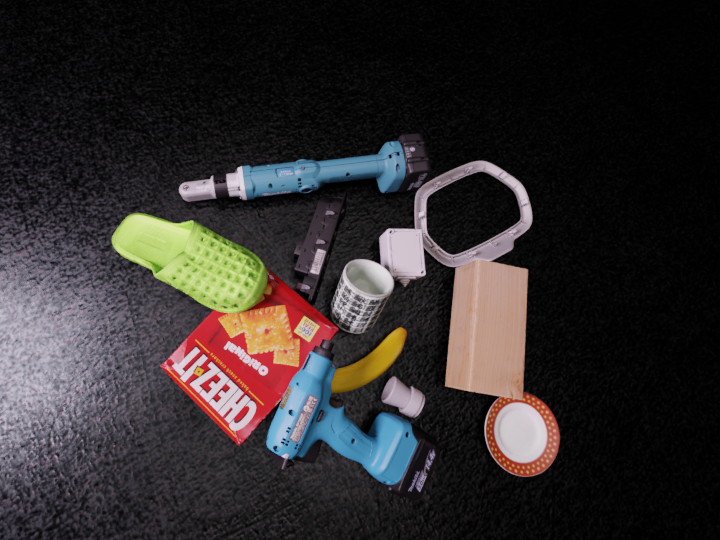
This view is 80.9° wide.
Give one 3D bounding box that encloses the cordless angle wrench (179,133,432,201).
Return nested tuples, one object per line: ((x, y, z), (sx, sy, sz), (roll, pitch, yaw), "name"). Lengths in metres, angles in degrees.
((-0.095, -0.162, 0.728), (0.419, 0.097, 0.076), (-9, 76, -7), "cordless angle wrench")

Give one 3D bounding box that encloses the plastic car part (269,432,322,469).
((-0.080, 0.240, 0.642), (0.068, 0.068, 0.117), (30, 72, -20), "plastic car part")

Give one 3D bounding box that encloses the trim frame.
((0.212, -0.108, 0.789), (0.244, 0.027, 0.187), (-25, 82, -15), "trim frame")

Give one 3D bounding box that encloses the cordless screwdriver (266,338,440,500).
((0.001, 0.216, 0.611), (0.240, 0.077, 0.160), (30, 75, -20), "cordless screwdriver")

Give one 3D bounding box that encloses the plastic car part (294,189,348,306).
((-0.070, -0.046, 0.713), (0.069, 0.064, 0.204), (17, 72, 11), "plastic car part")
